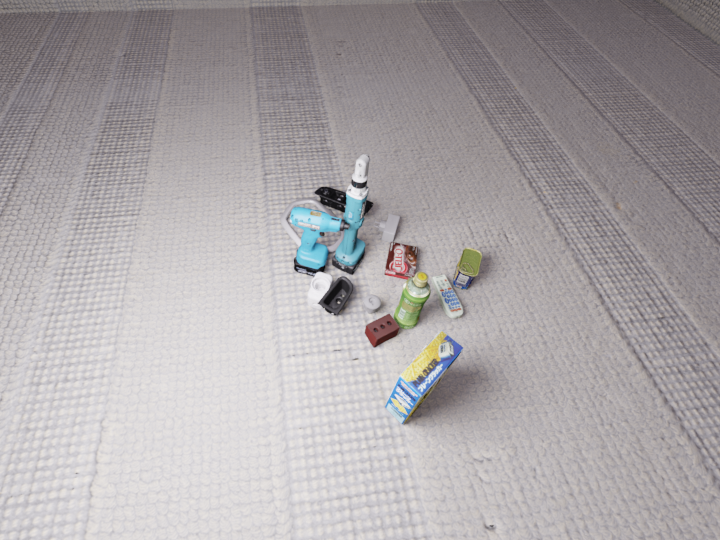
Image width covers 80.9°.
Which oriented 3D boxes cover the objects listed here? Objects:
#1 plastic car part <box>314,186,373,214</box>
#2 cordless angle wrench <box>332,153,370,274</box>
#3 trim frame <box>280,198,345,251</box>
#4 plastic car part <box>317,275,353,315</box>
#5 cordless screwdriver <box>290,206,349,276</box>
[{"bbox_3d":[-0.061,-0.233,1.444,0.209,0.065,0.066,25,56,16],"label":"plastic car part"},{"bbox_3d":[-0.017,-0.145,1.163,0.076,0.412,0.098,27,55,12],"label":"cordless angle wrench"},{"bbox_3d":[-0.155,-0.150,1.402,0.181,0.027,0.260,-30,60,-22],"label":"trim frame"},{"bbox_3d":[-0.065,0.082,1.205,0.068,0.069,0.116,28,56,15],"label":"plastic car part"},{"bbox_3d":[-0.119,-0.078,1.214,0.161,0.242,0.075,14,54,4],"label":"cordless screwdriver"}]
